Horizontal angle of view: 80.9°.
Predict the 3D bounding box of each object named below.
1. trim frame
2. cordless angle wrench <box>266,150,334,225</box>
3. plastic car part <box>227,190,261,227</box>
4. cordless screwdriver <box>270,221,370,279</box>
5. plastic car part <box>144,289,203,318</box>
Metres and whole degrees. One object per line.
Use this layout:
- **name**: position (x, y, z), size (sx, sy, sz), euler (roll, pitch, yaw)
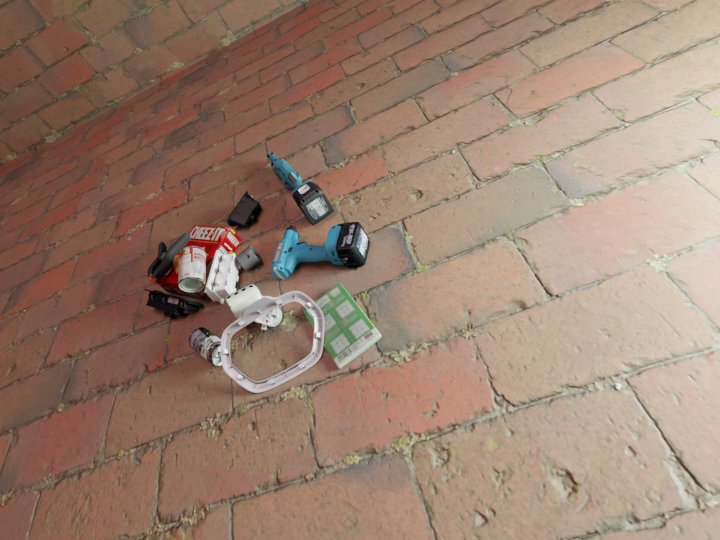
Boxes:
- **trim frame**: position (-0.191, 0.148, 0.906), size (0.250, 0.026, 0.191), euler (-29, 68, 6)
- **cordless angle wrench**: position (-0.208, -0.274, 1.275), size (0.074, 0.093, 0.446), euler (-36, 41, -4)
- **plastic car part**: position (-0.341, -0.171, 1.280), size (0.074, 0.063, 0.117), euler (17, 65, 21)
- **cordless screwdriver**: position (-0.103, -0.067, 1.051), size (0.257, 0.070, 0.162), euler (-10, 49, 26)
- **plastic car part**: position (-0.521, 0.092, 1.158), size (0.213, 0.063, 0.067), euler (13, 85, 34)
